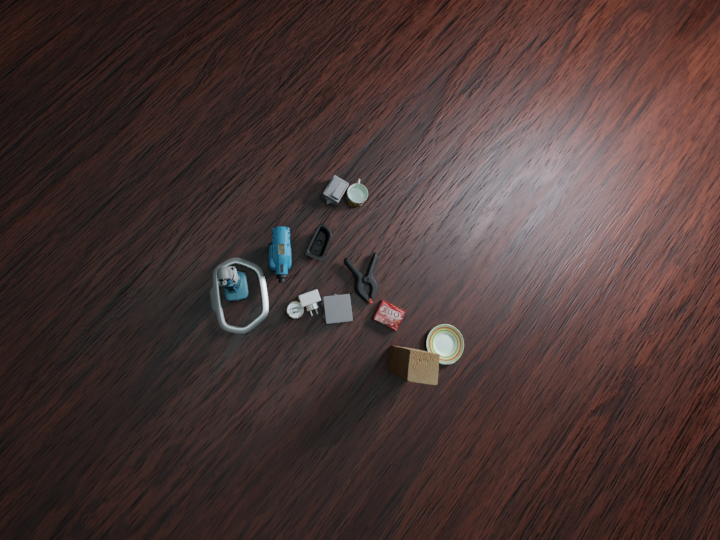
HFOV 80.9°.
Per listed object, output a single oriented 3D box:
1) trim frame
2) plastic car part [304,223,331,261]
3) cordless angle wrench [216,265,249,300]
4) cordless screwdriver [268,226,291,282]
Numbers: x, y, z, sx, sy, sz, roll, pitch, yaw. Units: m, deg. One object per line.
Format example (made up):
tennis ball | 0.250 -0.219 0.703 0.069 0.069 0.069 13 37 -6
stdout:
trim frame | -0.394 0.080 1.369 0.182 0.027 0.251 -10 81 -8
plastic car part | -0.138 -0.090 1.407 0.065 0.071 0.117 23 79 -6
cordless angle wrench | -0.361 0.029 1.180 0.073 0.425 0.099 -8 85 -13
cordless screwdriver | -0.245 -0.033 1.294 0.073 0.250 0.161 -1 83 -12
